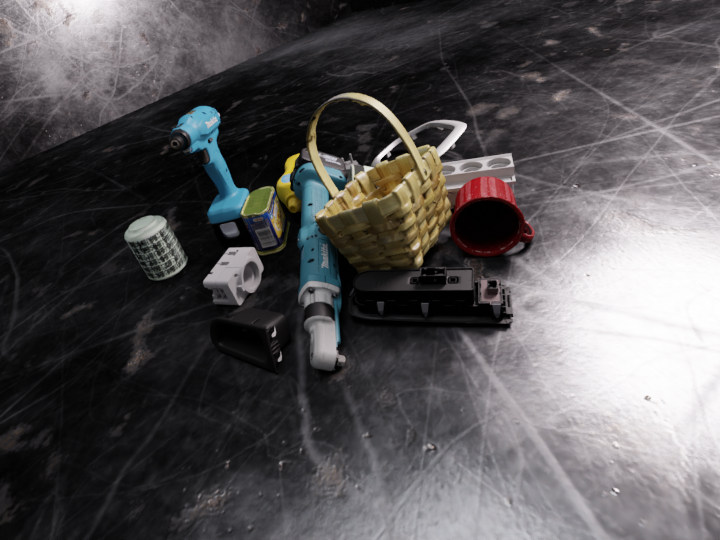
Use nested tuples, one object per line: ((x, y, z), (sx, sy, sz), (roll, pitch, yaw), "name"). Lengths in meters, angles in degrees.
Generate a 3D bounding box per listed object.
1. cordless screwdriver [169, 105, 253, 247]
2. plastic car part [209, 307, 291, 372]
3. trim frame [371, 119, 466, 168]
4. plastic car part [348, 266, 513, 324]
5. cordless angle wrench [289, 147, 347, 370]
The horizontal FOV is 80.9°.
((-0.255, -0.154, 0.747), (0.075, 0.239, 0.163), (-11, 30, 8), "cordless screwdriver")
((-0.139, 0.078, 0.561), (0.122, 0.064, 0.069), (9, 28, 37), "plastic car part")
((0.102, -0.232, 0.819), (0.184, 0.026, 0.258), (-35, 26, 2), "trim frame")
((0.075, 0.028, 0.523), (0.210, 0.064, 0.067), (-5, 45, 23), "plastic car part")
((-0.063, -0.041, 0.640), (0.095, 0.074, 0.438), (12, 41, -17), "cordless angle wrench")
